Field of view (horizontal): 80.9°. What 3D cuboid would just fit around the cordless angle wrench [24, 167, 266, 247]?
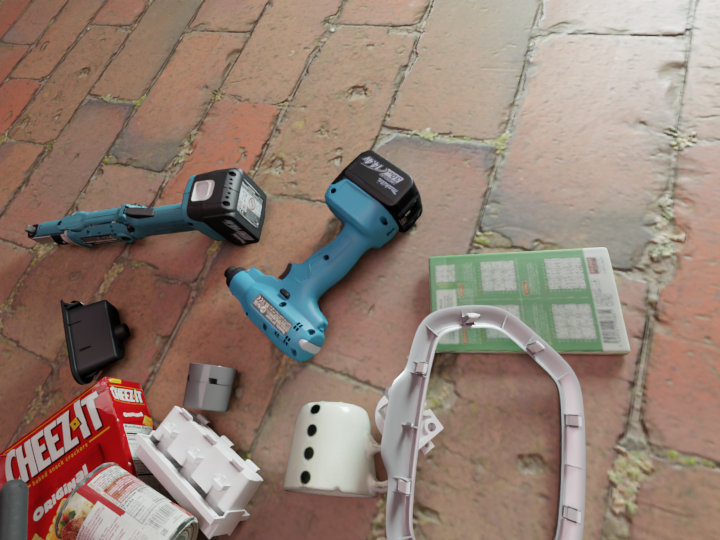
[{"bbox_3d":[-0.344,-0.072,0.633,0.437,0.093,0.076,-4,65,22],"label":"cordless angle wrench"}]

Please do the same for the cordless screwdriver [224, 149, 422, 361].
[{"bbox_3d":[-0.051,-0.033,0.517,0.167,0.071,0.248,36,85,29],"label":"cordless screwdriver"}]

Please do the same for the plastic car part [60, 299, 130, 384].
[{"bbox_3d":[-0.353,0.089,0.575,0.070,0.064,0.121,-26,63,-12],"label":"plastic car part"}]

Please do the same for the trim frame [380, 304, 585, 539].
[{"bbox_3d":[0.108,0.150,0.365,0.184,0.027,0.251,14,71,0],"label":"trim frame"}]
